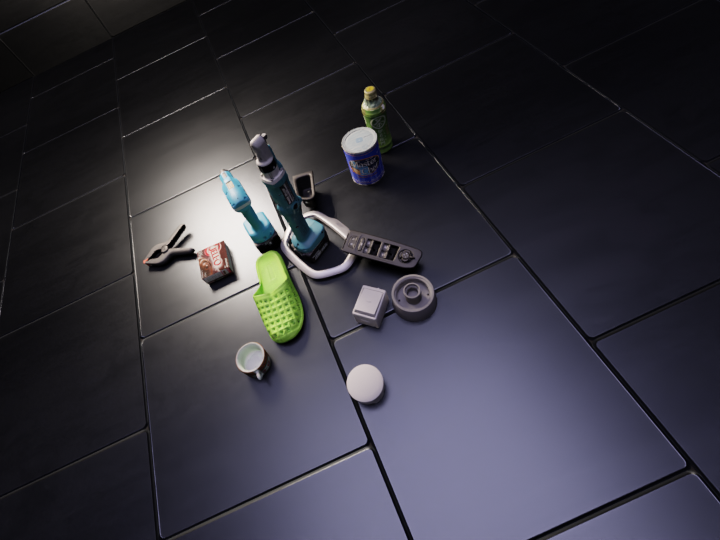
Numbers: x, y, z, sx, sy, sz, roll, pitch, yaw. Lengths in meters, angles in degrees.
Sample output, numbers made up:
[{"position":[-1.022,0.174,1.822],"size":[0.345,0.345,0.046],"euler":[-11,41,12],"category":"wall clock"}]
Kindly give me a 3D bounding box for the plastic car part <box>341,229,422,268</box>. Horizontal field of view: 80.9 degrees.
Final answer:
[{"position":[0.057,-0.043,1.094],"size":[0.212,0.064,0.066],"euler":[15,64,25],"category":"plastic car part"}]

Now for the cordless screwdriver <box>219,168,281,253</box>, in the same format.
[{"position":[-0.315,-0.167,1.184],"size":[0.074,0.237,0.167],"euler":[-32,56,-6],"category":"cordless screwdriver"}]

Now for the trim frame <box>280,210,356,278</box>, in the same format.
[{"position":[-0.117,-0.076,1.193],"size":[0.183,0.026,0.262],"euler":[-44,57,-12],"category":"trim frame"}]

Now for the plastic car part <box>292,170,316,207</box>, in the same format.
[{"position":[-0.161,-0.234,1.281],"size":[0.066,0.068,0.121],"euler":[-17,56,5],"category":"plastic car part"}]

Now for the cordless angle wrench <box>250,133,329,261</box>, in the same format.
[{"position":[-0.177,-0.167,1.039],"size":[0.078,0.403,0.098],"euler":[28,69,27],"category":"cordless angle wrench"}]
